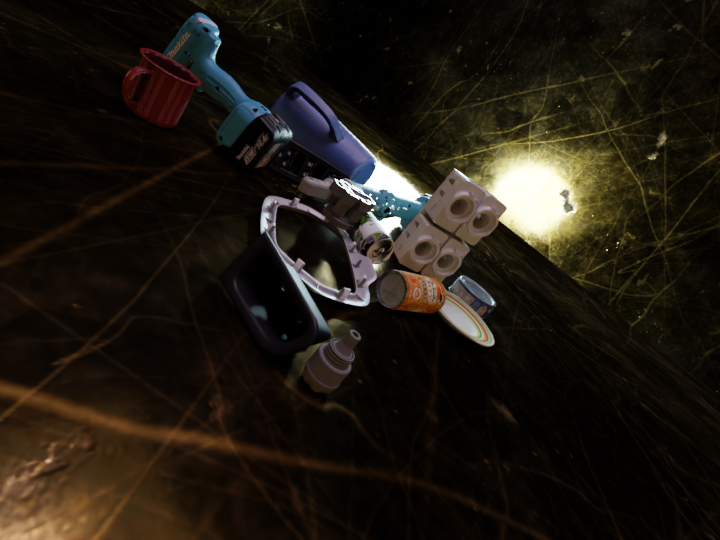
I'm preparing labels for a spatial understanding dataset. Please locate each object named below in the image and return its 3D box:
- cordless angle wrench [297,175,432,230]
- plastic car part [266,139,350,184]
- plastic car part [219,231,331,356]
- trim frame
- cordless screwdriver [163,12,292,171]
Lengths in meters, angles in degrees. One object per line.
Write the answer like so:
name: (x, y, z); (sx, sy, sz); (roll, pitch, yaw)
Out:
cordless angle wrench: (0.039, -0.136, 0.866); (0.401, 0.098, 0.078); (6, 34, -46)
plastic car part: (-0.114, -0.196, 0.806); (0.194, 0.066, 0.070); (24, -1, -25)
plastic car part: (-0.071, 0.032, 0.401); (0.122, 0.066, 0.067); (52, 11, 27)
trim frame: (-0.059, -0.038, 0.599); (0.177, 0.027, 0.257); (28, 21, -22)
cordless screwdriver: (-0.239, -0.271, 0.698); (0.249, 0.162, 0.073); (53, 25, 0)
